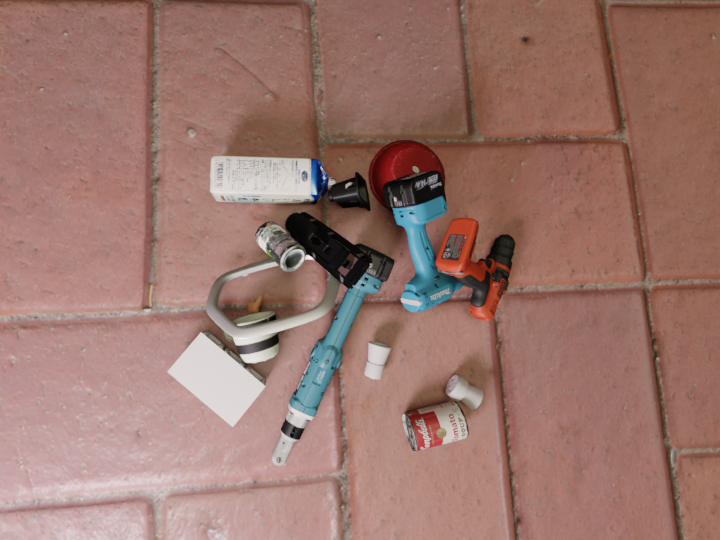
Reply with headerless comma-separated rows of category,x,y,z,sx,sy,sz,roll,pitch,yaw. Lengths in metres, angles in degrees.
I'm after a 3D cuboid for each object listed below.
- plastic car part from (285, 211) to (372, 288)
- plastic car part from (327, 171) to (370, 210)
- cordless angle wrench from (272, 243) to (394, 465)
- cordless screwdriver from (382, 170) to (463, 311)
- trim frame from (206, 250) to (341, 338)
plastic car part,-0.075,-0.049,0.769,0.215,0.063,0.066,39,101,40
plastic car part,-0.025,-0.148,0.814,0.072,0.113,0.066,-11,86,15
cordless angle wrench,-0.063,0.156,0.778,0.073,0.099,0.423,25,85,-8
cordless screwdriver,0.132,-0.060,0.791,0.154,0.078,0.245,-18,102,-34
trim frame,-0.154,0.036,0.761,0.247,0.026,0.193,-18,47,-6
